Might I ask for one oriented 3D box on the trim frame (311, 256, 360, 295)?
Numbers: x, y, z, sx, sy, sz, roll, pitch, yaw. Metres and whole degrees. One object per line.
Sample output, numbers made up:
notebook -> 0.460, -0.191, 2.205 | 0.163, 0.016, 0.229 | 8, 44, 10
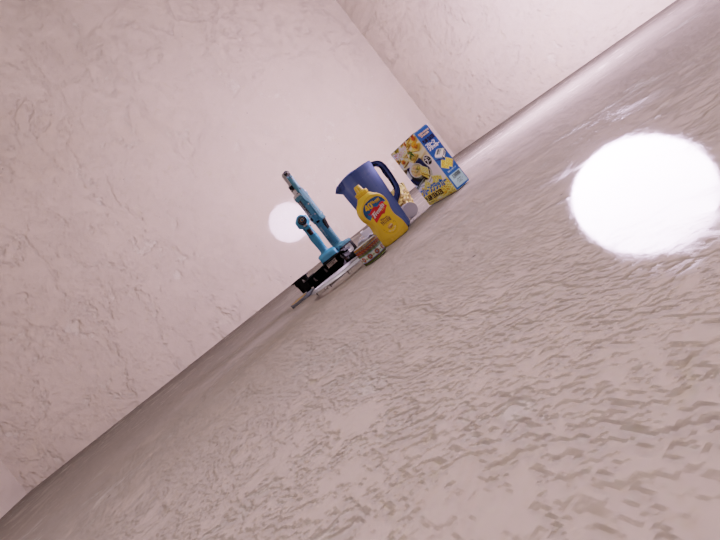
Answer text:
trim frame -> -0.049, 0.003, 1.260 | 0.244, 0.027, 0.188 | -42, 8, -35

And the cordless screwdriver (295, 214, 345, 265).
cordless screwdriver -> -0.148, -0.097, 1.519 | 0.074, 0.248, 0.160 | -38, 2, -4

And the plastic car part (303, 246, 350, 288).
plastic car part -> -0.105, 0.000, 1.407 | 0.206, 0.067, 0.065 | -34, 4, 28

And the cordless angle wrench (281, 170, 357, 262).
cordless angle wrench -> -0.167, -0.207, 1.622 | 0.073, 0.422, 0.100 | -38, 1, -32

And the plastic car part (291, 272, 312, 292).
plastic car part -> -0.202, 0.053, 1.534 | 0.065, 0.071, 0.118 | -38, 5, -15
